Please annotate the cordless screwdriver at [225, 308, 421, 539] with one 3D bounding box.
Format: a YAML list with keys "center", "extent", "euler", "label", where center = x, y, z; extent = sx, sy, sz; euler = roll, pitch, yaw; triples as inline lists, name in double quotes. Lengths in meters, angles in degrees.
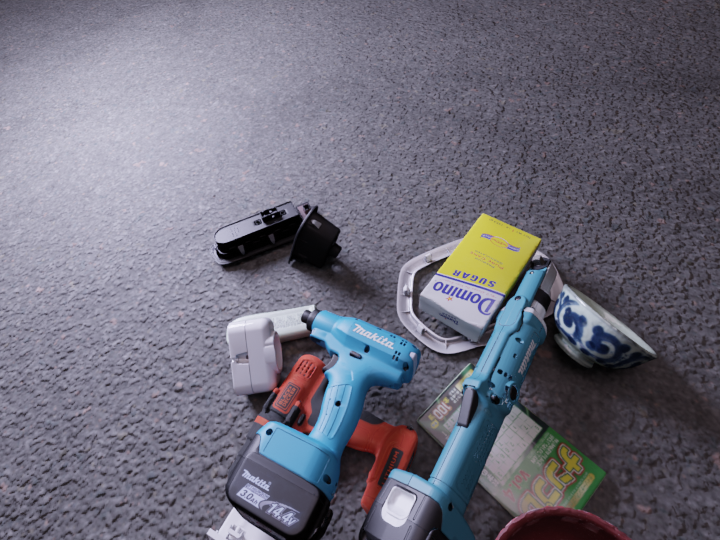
- center: [-0.054, 0.151, 0.474]
  extent: [0.166, 0.071, 0.247]
  euler: [19, 51, 24]
  label: "cordless screwdriver"

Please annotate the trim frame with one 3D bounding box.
- center: [0.172, 0.026, 0.623]
  extent: [0.246, 0.026, 0.193]
  euler: [-20, 54, -8]
  label: "trim frame"

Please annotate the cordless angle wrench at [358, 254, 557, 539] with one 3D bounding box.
- center: [0.150, 0.137, 0.486]
  extent: [0.077, 0.094, 0.420]
  euler: [-8, 37, 52]
  label: "cordless angle wrench"

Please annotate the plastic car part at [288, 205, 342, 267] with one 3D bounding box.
- center: [-0.065, -0.043, 0.669]
  extent: [0.071, 0.116, 0.066]
  euler: [34, 61, -1]
  label: "plastic car part"

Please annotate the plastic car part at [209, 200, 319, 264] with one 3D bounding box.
- center: [-0.167, -0.071, 0.730]
  extent: [0.202, 0.064, 0.069]
  euler: [-25, 59, -6]
  label: "plastic car part"
